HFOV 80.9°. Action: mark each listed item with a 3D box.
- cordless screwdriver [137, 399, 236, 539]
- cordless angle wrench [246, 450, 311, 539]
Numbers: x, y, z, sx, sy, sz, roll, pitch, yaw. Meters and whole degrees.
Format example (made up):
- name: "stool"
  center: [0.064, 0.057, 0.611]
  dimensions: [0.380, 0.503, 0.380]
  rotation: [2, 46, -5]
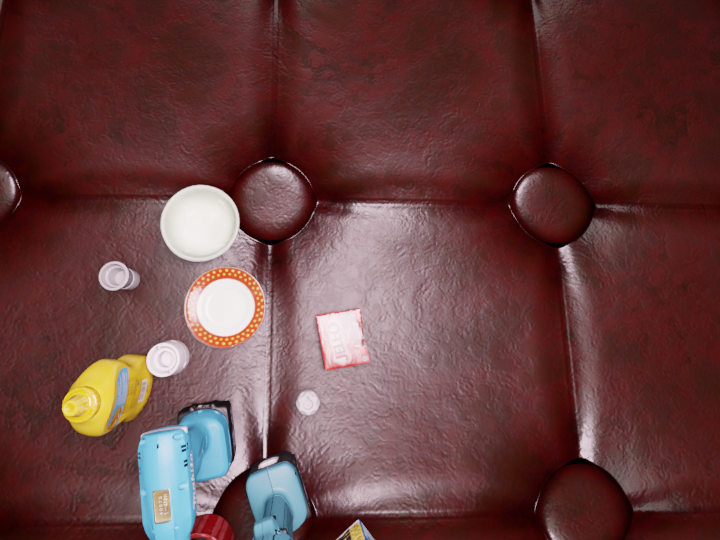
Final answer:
- name: "cordless screwdriver"
  center: [-0.211, 0.259, 0.534]
  dimensions: [0.074, 0.248, 0.161]
  rotation: [-8, 83, -9]
- name: "cordless angle wrench"
  center: [-0.094, 0.305, 0.443]
  dimensions: [0.073, 0.423, 0.099]
  rotation: [-18, 86, -10]
